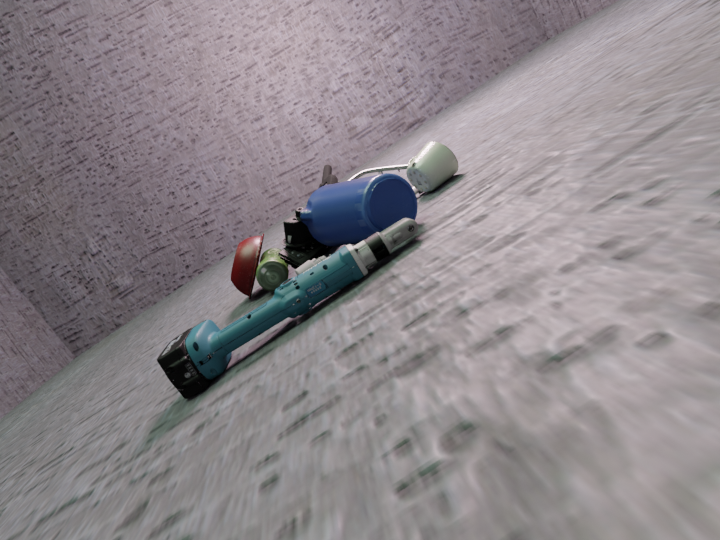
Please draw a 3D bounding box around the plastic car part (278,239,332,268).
[{"bbox_3d":[-0.092,-0.060,0.943,0.069,0.064,0.201,20,49,28],"label":"plastic car part"}]

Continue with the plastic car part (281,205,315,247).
[{"bbox_3d":[-0.119,-0.104,0.905,0.070,0.068,0.114,21,42,36],"label":"plastic car part"}]

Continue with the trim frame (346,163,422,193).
[{"bbox_3d":[0.062,-0.204,0.985,0.260,0.026,0.184,1,41,35],"label":"trim frame"}]

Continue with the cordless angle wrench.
[{"bbox_3d":[-0.097,0.039,0.633,0.423,0.073,0.100,-31,13,1],"label":"cordless angle wrench"}]
